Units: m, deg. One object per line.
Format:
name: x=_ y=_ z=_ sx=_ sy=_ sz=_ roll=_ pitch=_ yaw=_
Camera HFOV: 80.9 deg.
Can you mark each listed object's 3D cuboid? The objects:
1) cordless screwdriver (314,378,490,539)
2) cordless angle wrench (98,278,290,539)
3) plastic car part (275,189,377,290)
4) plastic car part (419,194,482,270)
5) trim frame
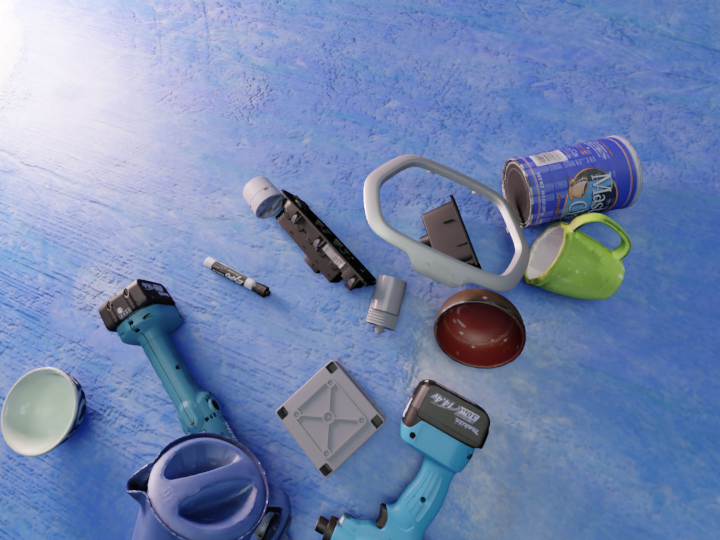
cordless screwdriver: x=0.055 y=0.262 z=0.537 sx=0.164 sy=0.072 sz=0.249 roll=21 pitch=82 yaw=14
cordless angle wrench: x=-0.224 y=0.203 z=0.593 sx=0.074 sy=0.095 sz=0.435 roll=-37 pitch=75 yaw=-1
plastic car part: x=-0.064 y=-0.042 z=0.655 sx=0.067 sy=0.064 sz=0.209 roll=-45 pitch=72 yaw=21
plastic car part: x=0.126 y=-0.045 z=0.625 sx=0.072 sy=0.063 sz=0.120 roll=-24 pitch=68 yaw=15
trim frame: x=0.118 y=-0.067 z=0.570 sx=0.245 sy=0.027 sz=0.186 roll=23 pitch=57 yaw=-7
